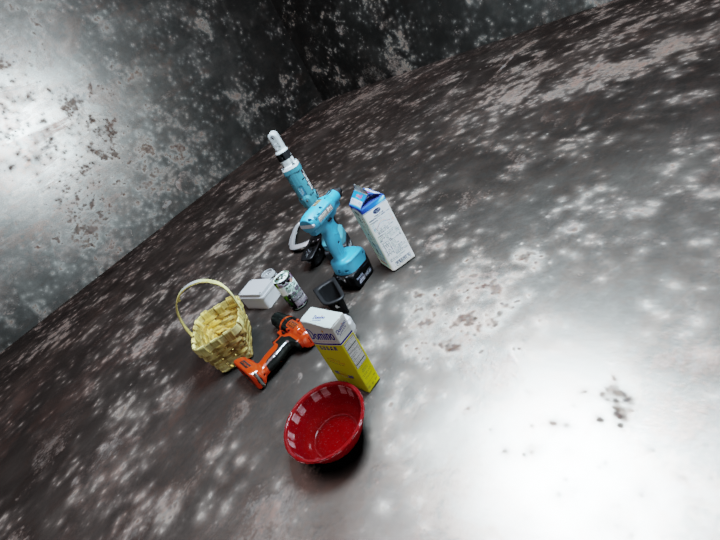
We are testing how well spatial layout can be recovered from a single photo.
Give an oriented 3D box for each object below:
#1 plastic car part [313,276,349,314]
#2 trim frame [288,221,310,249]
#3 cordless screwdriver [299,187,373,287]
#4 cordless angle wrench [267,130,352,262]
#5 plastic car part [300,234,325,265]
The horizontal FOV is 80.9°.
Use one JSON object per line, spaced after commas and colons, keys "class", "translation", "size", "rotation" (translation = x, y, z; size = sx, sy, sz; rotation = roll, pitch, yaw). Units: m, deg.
{"class": "plastic car part", "translation": [-0.063, 0.076, 1.051], "size": [0.066, 0.068, 0.122], "rotation": [-33, 29, -4]}
{"class": "trim frame", "translation": [-0.185, -0.148, 1.535], "size": [0.187, 0.026, 0.256], "rotation": [-25, 31, 12]}
{"class": "cordless screwdriver", "translation": [-0.050, -0.084, 1.105], "size": [0.078, 0.238, 0.158], "rotation": [-3, 38, 43]}
{"class": "cordless angle wrench", "translation": [-0.148, -0.211, 1.215], "size": [0.076, 0.406, 0.100], "rotation": [-23, 27, 15]}
{"class": "plastic car part", "translation": [-0.133, -0.087, 1.360], "size": [0.069, 0.064, 0.204], "rotation": [-11, 35, 32]}
